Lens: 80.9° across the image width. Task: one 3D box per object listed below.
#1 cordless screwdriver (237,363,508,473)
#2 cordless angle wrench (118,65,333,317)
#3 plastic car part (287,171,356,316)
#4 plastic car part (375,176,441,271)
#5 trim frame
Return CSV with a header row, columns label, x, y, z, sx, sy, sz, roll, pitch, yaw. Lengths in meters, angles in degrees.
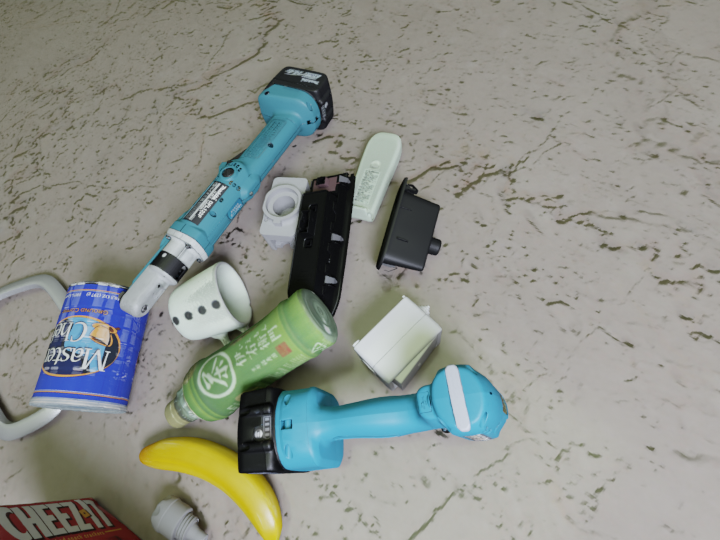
label,x,y,z,sx,sy,sz,roll,pitch,yaw
cordless screwdriver,0.013,0.150,0.415,0.255,0.150,0.076,-16,60,21
cordless angle wrench,-0.172,-0.117,0.576,0.102,0.071,0.423,20,64,20
plastic car part,-0.052,-0.034,0.530,0.069,0.064,0.205,-2,75,26
plastic car part,0.065,-0.045,0.527,0.071,0.065,0.118,14,71,2
trim frame,-0.475,0.111,0.594,0.260,0.026,0.183,40,78,24
